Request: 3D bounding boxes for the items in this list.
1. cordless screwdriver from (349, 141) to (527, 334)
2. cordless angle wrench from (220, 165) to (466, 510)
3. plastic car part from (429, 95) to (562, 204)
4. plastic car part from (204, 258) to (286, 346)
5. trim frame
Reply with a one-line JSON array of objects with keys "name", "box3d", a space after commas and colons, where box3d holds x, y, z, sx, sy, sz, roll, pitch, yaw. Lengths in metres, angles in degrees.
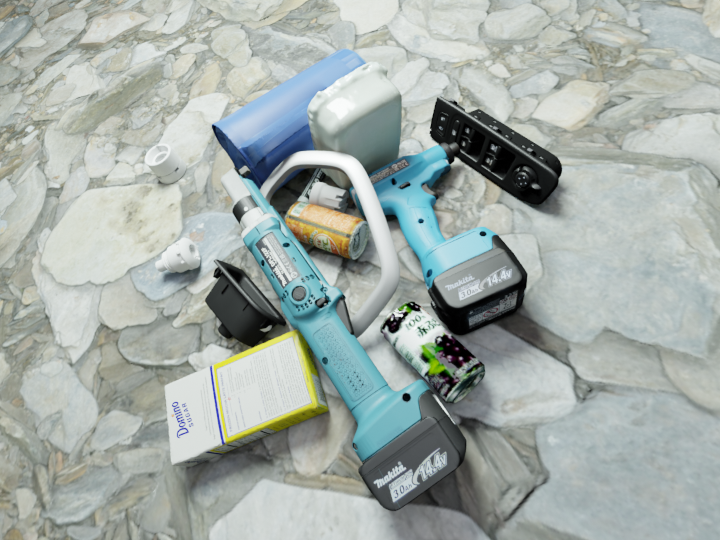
[{"name": "cordless screwdriver", "box3d": [0.106, -0.058, 0.516, 0.159, 0.071, 0.261, -30, 54, -1]}, {"name": "cordless angle wrench", "box3d": [-0.057, 0.032, 0.473, 0.098, 0.071, 0.441, -38, 65, 2]}, {"name": "plastic car part", "box3d": [0.181, -0.162, 0.562, 0.065, 0.065, 0.213, -19, 52, -26]}, {"name": "plastic car part", "box3d": [-0.159, 0.051, 0.548, 0.071, 0.063, 0.122, -47, 62, 5]}, {"name": "trim frame", "box3d": [-0.051, -0.034, 0.525, 0.188, 0.026, 0.253, -25, 77, 24]}]
